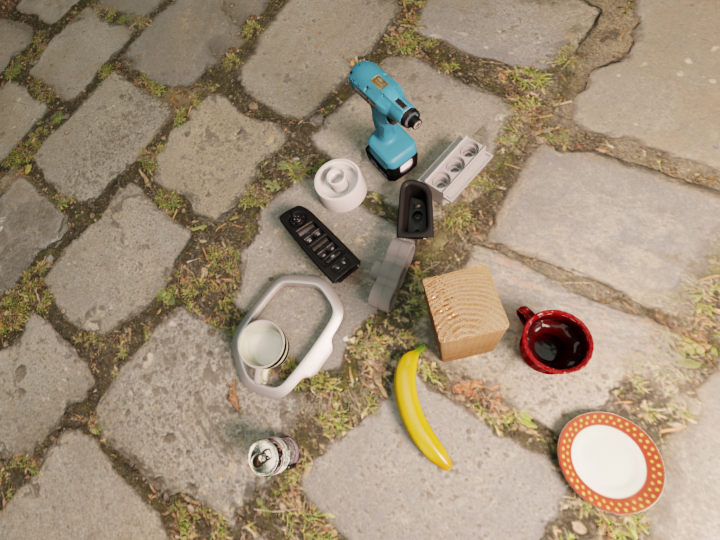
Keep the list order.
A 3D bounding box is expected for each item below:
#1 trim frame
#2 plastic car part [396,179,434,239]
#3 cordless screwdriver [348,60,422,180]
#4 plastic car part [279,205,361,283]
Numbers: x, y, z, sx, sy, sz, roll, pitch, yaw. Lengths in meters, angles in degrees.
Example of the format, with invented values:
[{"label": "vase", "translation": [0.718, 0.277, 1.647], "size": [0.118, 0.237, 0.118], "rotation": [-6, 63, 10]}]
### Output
[{"label": "trim frame", "translation": [-0.141, 0.119, 0.805], "size": [0.193, 0.026, 0.248], "rotation": [33, 81, 25]}, {"label": "plastic car part", "translation": [0.106, -0.105, 0.798], "size": [0.068, 0.068, 0.118], "rotation": [-1, 69, 14]}, {"label": "cordless screwdriver", "translation": [0.061, -0.251, 0.774], "size": [0.074, 0.238, 0.166], "rotation": [-37, 66, -2]}, {"label": "plastic car part", "translation": [-0.082, -0.053, 0.835], "size": [0.066, 0.064, 0.212], "rotation": [-42, 64, -4]}]
